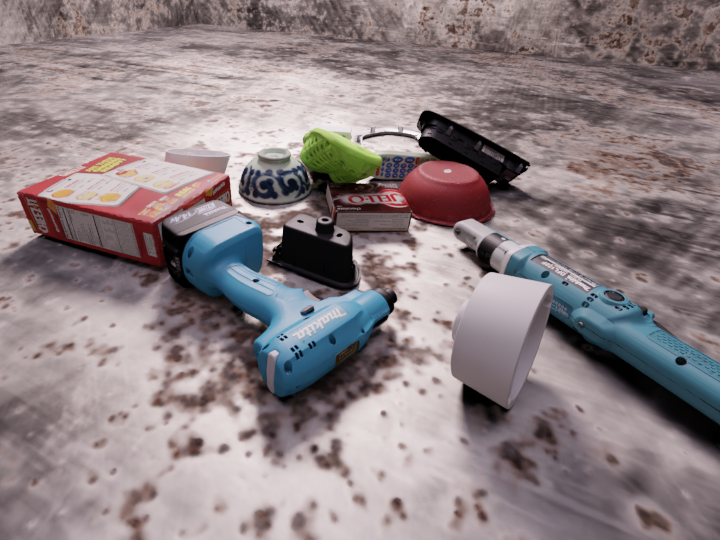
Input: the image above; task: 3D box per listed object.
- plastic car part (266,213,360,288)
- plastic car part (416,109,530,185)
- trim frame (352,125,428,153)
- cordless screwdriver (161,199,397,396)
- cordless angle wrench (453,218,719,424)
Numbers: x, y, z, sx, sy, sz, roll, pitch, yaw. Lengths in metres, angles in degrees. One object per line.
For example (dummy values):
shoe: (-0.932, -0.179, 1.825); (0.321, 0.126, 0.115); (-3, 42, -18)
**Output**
plastic car part: (-0.050, -0.033, 0.510); (0.122, 0.069, 0.065); (18, 38, 26)
plastic car part: (0.179, -0.200, 0.725); (0.202, 0.066, 0.067); (32, 76, -3)
trim frame: (0.076, -0.261, 0.882); (0.183, 0.027, 0.256); (1, 33, -4)
cordless screwdriver: (-0.094, 0.007, 0.452); (0.155, 0.072, 0.262); (-28, 48, -37)
cordless angle wrench: (0.242, 0.047, 0.414); (0.095, 0.072, 0.447); (-15, 36, -25)
